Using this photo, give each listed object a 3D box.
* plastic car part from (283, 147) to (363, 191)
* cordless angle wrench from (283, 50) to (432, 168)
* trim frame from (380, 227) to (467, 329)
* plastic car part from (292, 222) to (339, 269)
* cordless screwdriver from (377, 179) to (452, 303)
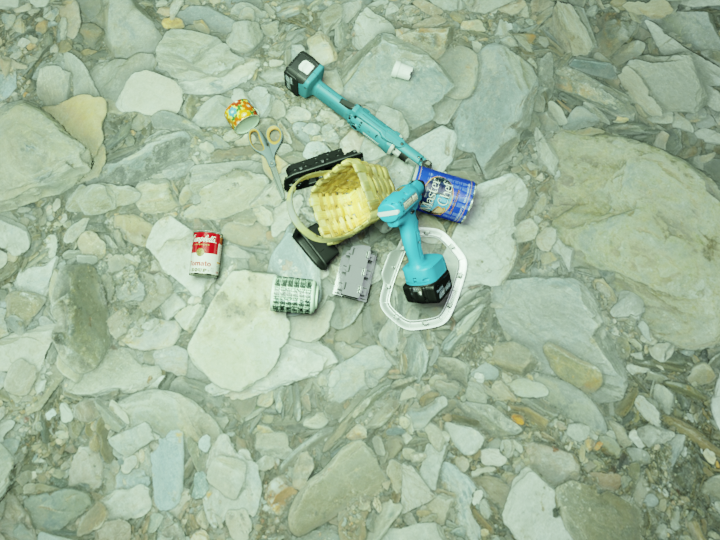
[{"bbox_3d":[-0.096,-0.250,1.021,0.202,0.064,0.069,-22,71,-3],"label":"plastic car part"},{"bbox_3d":[-0.001,-0.373,1.036,0.426,0.097,0.074,38,81,4],"label":"cordless angle wrench"},{"bbox_3d":[0.143,0.017,0.977,0.187,0.027,0.249,21,82,7],"label":"trim frame"},{"bbox_3d":[-0.097,-0.063,0.988,0.070,0.066,0.118,-40,85,-22],"label":"plastic car part"},{"bbox_3d":[0.125,-0.064,0.897,0.156,0.078,0.242,-41,116,-44],"label":"cordless screwdriver"}]
